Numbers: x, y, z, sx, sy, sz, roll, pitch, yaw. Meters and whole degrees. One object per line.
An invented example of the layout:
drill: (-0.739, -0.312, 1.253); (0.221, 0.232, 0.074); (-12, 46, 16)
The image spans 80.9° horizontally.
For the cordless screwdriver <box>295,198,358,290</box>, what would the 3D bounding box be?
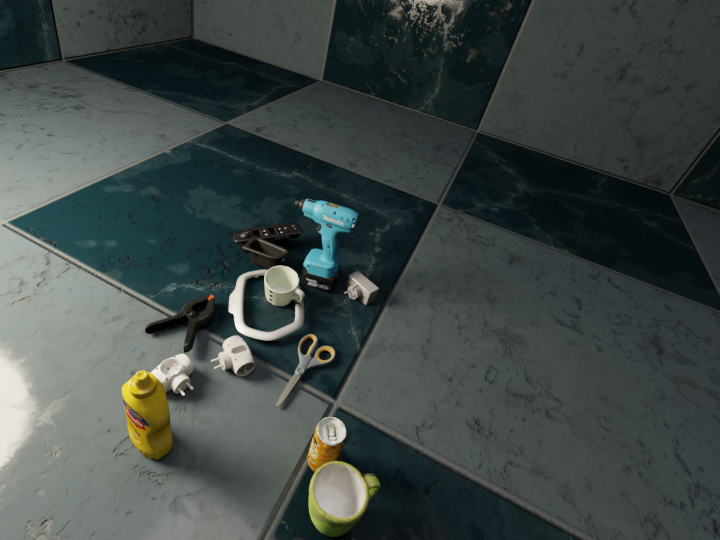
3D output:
cordless screwdriver: (-0.108, -0.070, 1.101); (0.161, 0.244, 0.075); (20, 38, 5)

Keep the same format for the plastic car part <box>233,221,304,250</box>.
plastic car part: (-0.272, -0.096, 1.232); (0.196, 0.066, 0.070); (-7, 43, -24)

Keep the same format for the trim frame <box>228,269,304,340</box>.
trim frame: (-0.234, 0.080, 1.055); (0.180, 0.027, 0.259); (1, 40, -14)

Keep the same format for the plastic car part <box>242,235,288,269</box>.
plastic car part: (-0.259, -0.036, 1.158); (0.119, 0.069, 0.065); (23, 39, 12)
